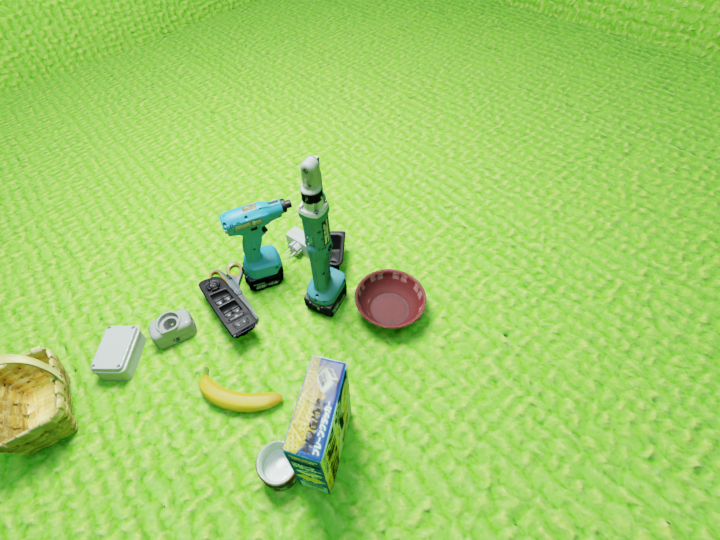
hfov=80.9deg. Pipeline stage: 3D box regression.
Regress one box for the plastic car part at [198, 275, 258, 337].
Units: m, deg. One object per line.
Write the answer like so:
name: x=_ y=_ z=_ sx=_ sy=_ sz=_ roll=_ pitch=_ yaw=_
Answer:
plastic car part: x=-0.315 y=0.087 z=1.002 sx=0.065 sy=0.064 sz=0.214 roll=-33 pitch=55 yaw=-21

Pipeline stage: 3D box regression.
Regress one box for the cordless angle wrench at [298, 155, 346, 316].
cordless angle wrench: x=-0.085 y=-0.056 z=0.871 sx=0.077 sy=0.408 sz=0.098 roll=21 pitch=54 yaw=18

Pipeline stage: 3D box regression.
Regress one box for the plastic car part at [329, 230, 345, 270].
plastic car part: x=-0.071 y=-0.038 z=1.075 sx=0.066 sy=0.068 sz=0.120 roll=-1 pitch=50 yaw=3

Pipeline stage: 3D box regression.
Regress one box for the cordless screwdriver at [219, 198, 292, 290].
cordless screwdriver: x=-0.226 y=-0.064 z=1.003 sx=0.157 sy=0.240 sz=0.078 roll=-18 pitch=52 yaw=-12
